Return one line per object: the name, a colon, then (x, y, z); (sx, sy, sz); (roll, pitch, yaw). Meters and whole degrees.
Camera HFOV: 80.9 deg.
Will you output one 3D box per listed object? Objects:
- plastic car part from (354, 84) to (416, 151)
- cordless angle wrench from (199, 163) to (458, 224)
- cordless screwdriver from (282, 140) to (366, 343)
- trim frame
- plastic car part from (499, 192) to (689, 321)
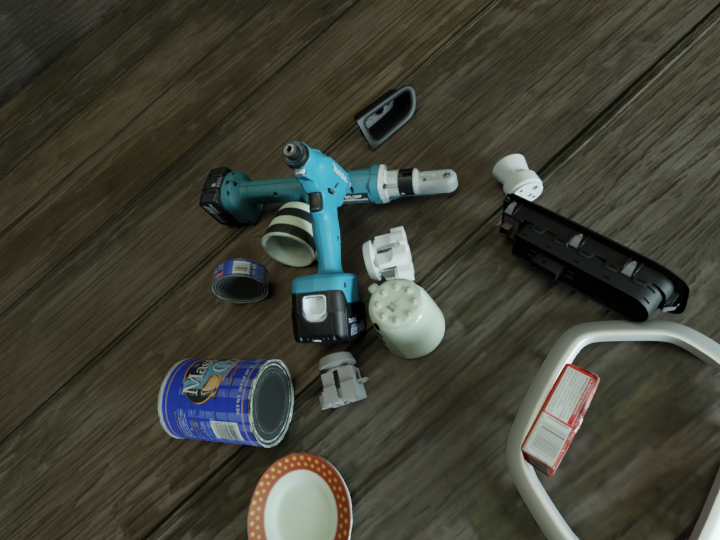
plastic car part: (0.037, -0.277, 0.744); (0.116, 0.062, 0.075); (-41, 38, -6)
cordless angle wrench: (-0.064, -0.131, 0.685); (0.438, 0.093, 0.075); (0, 65, 23)
cordless screwdriver: (-0.053, -0.035, 0.543); (0.076, 0.153, 0.252); (-7, 79, 18)
trim frame: (0.251, 0.156, 0.389); (0.195, 0.026, 0.248); (24, 72, 36)
plastic car part: (0.237, -0.012, 0.464); (0.066, 0.063, 0.214); (-38, 52, -24)
